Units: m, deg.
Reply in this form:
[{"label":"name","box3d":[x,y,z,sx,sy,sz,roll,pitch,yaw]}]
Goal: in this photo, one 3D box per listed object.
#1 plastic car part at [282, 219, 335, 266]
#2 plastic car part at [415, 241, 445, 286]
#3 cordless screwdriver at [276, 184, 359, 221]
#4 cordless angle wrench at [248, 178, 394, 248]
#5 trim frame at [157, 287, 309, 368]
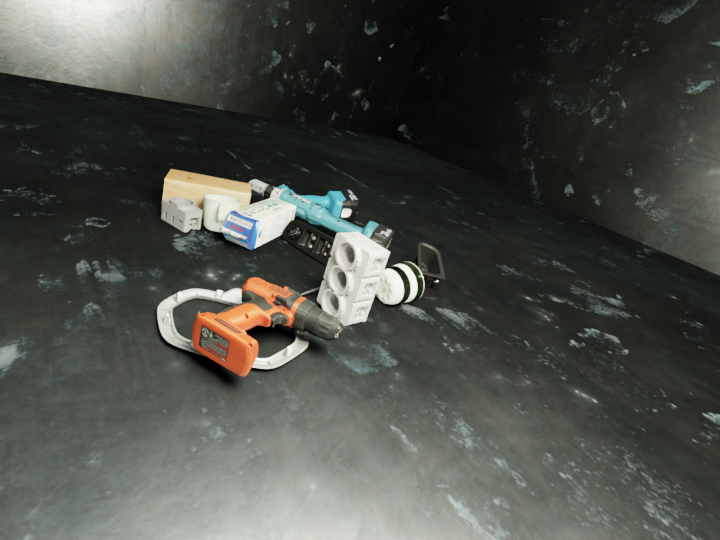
[{"label":"plastic car part","box3d":[-0.100,-0.065,1.021,0.213,0.066,0.064,28,16,26]},{"label":"plastic car part","box3d":[0.157,-0.005,1.026,0.065,0.070,0.119,13,40,-8]},{"label":"cordless screwdriver","box3d":[-0.126,-0.190,1.265,0.241,0.073,0.167,1,37,-19]},{"label":"cordless angle wrench","box3d":[-0.121,-0.153,1.138,0.433,0.073,0.096,26,25,12]},{"label":"trim frame","box3d":[-0.203,0.084,0.683,0.249,0.027,0.187,13,23,-1]}]
